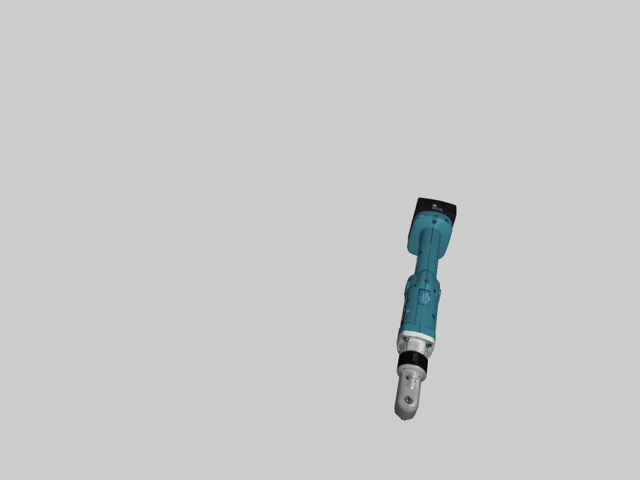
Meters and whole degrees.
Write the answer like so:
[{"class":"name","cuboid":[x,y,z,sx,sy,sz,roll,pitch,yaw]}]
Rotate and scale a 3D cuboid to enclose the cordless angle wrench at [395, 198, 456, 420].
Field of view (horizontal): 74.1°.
[{"class":"cordless angle wrench","cuboid":[0.163,0.084,0.679,0.074,0.098,0.421,13,42,9]}]
